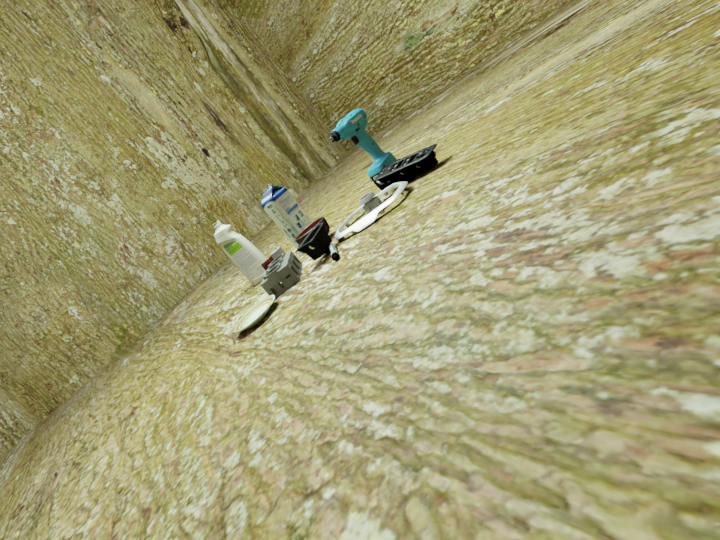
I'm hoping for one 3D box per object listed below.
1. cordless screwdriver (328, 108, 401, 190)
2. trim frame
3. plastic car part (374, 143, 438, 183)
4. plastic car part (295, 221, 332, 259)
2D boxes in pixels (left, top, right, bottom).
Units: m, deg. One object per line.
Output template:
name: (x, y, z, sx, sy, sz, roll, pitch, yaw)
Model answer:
cordless screwdriver: (0.019, -0.349, 1.261, 0.158, 0.244, 0.076, -47, 14, -33)
trim frame: (0.026, -0.159, 1.128, 0.253, 0.027, 0.185, -31, 18, 26)
plastic car part: (0.130, -0.276, 1.143, 0.210, 0.065, 0.066, -19, 24, 51)
plastic car part: (-0.109, -0.071, 1.111, 0.068, 0.069, 0.116, -29, 18, 37)
